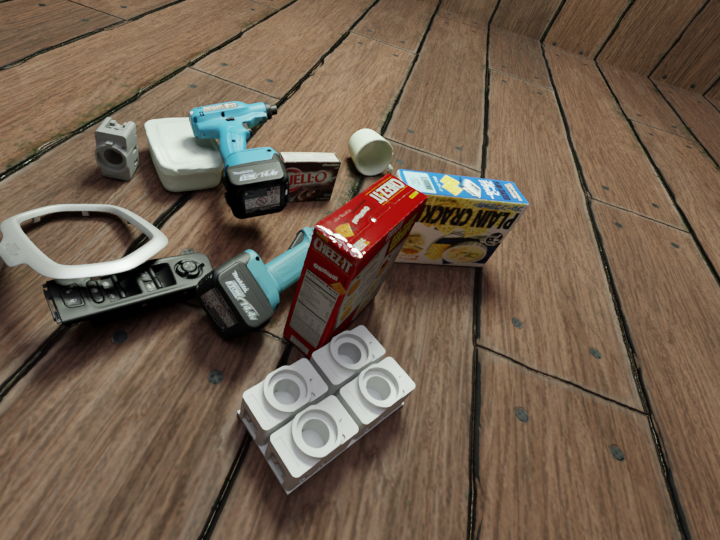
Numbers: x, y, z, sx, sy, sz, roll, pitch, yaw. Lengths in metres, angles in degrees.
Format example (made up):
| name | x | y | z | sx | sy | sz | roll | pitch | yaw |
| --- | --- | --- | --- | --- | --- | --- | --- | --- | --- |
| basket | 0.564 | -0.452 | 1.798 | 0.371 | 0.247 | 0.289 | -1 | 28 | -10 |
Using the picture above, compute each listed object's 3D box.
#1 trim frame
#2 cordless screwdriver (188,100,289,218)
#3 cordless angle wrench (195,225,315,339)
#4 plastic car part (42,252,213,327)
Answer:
| name | x | y | z | sx | sy | sz | roll | pitch | yaw |
| --- | --- | --- | --- | --- | --- | --- | --- | --- | --- |
| trim frame | -0.378 | -0.046 | 0.575 | 0.262 | 0.027 | 0.178 | 28 | 32 | 32 |
| cordless screwdriver | -0.182 | -0.205 | 0.711 | 0.155 | 0.072 | 0.261 | -18 | 55 | -20 |
| cordless angle wrench | -0.066 | -0.043 | 0.677 | 0.097 | 0.076 | 0.415 | 55 | 44 | -5 |
| plastic car part | -0.285 | 0.029 | 0.549 | 0.196 | 0.066 | 0.070 | -21 | 50 | -38 |
